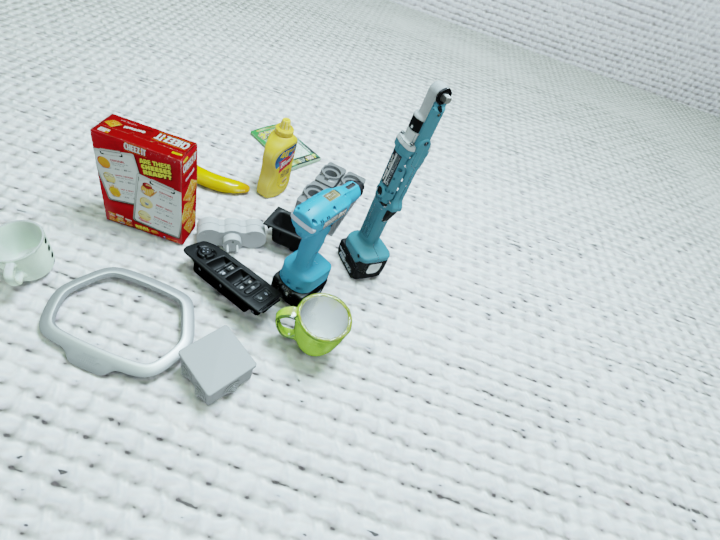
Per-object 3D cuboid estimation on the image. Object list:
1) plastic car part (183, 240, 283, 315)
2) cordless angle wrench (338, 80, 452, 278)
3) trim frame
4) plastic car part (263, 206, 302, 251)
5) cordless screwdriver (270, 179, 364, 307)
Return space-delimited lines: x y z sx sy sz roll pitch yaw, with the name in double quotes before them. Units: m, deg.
"plastic car part" -0.240 0.016 0.776 0.209 0.066 0.065 37 48 16
"cordless angle wrench" 0.058 -0.146 0.772 0.072 0.418 0.102 -7 54 -28
"trim frame" -0.393 0.081 0.696 0.250 0.027 0.186 21 46 2
"plastic car part" -0.141 -0.072 0.884 0.118 0.070 0.066 27 46 6
"cordless screwdriver" -0.074 -0.049 0.762 0.077 0.246 0.156 39 48 13
